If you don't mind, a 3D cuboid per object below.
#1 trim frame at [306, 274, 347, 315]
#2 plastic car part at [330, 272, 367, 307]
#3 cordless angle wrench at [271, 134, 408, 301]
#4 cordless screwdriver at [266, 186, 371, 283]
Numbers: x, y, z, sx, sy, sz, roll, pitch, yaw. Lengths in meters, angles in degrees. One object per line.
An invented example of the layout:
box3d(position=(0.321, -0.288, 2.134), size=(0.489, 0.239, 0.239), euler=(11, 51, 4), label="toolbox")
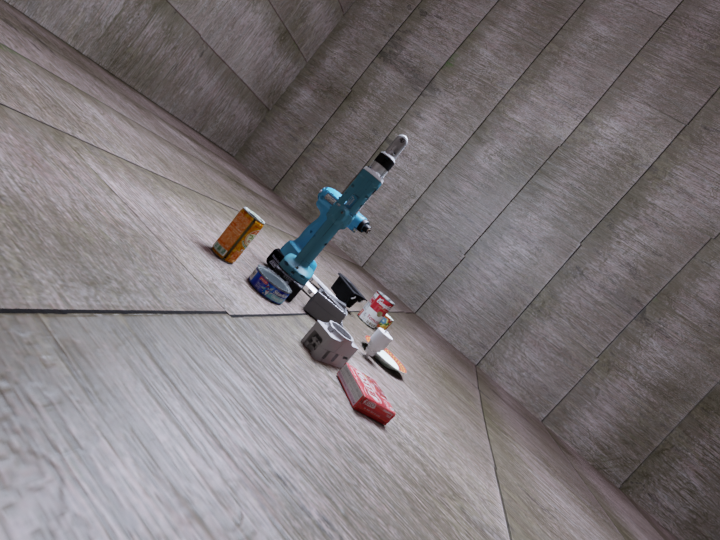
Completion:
box3d(position=(-0.128, 0.040, 1.163), size=(0.260, 0.027, 0.176), euler=(41, 5, 24), label="trim frame")
box3d(position=(-0.047, 0.068, 1.266), size=(0.062, 0.071, 0.123), euler=(35, 6, -44), label="plastic car part")
box3d(position=(-0.041, -0.120, 0.906), size=(0.074, 0.423, 0.098), euler=(40, 5, -2), label="cordless angle wrench")
box3d(position=(-0.099, -0.065, 1.013), size=(0.167, 0.249, 0.071), euler=(42, 6, 26), label="cordless screwdriver")
